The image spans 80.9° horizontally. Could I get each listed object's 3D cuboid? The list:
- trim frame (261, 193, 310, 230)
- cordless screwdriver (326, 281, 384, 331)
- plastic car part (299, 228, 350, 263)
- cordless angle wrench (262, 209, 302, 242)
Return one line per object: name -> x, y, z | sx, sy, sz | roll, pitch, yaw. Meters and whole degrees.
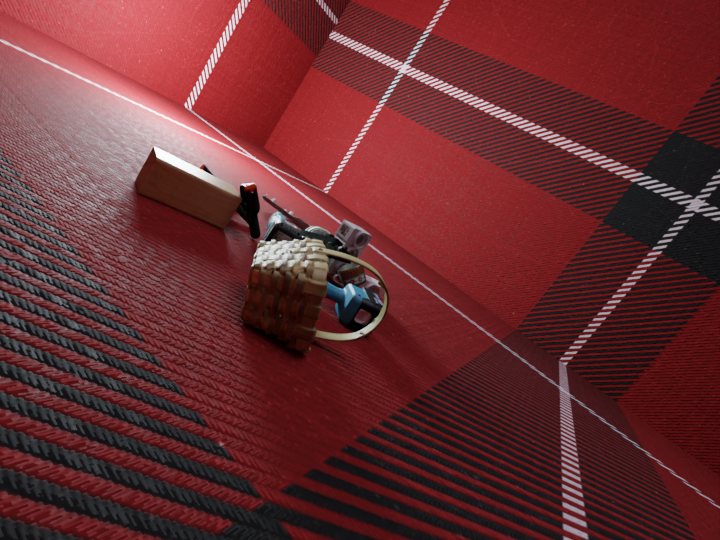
trim frame -> -0.244, -0.192, 1.452 | 0.195, 0.027, 0.234 | 35, -4, 44
cordless screwdriver -> -0.069, 0.053, 0.891 | 0.244, 0.074, 0.162 | 27, 13, -10
plastic car part -> -0.115, -0.076, 1.181 | 0.213, 0.067, 0.063 | 12, -10, 32
cordless angle wrench -> -0.224, -0.113, 1.151 | 0.072, 0.098, 0.436 | 30, 7, -18
